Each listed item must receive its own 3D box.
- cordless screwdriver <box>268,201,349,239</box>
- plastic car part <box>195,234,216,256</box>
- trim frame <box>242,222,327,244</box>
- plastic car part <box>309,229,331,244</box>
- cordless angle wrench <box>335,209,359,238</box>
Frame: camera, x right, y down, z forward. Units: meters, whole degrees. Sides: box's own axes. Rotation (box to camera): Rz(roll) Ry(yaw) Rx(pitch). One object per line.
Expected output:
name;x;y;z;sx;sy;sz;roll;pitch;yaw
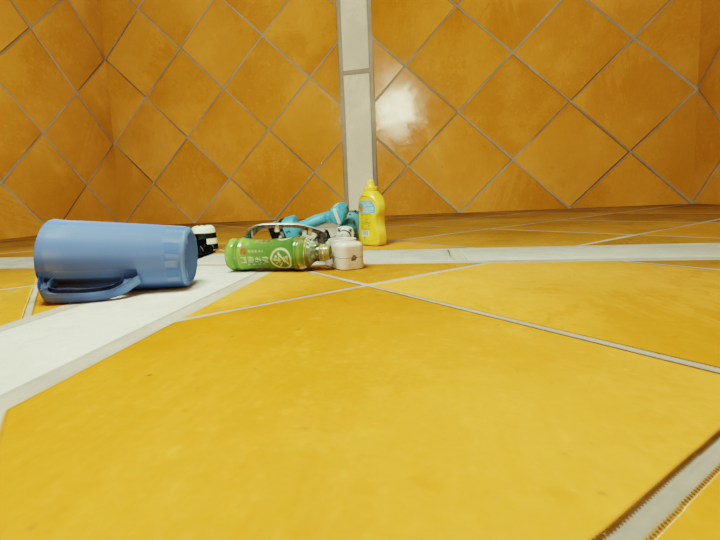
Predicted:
cordless screwdriver;-0.154;-0.153;1.314;0.253;0.073;0.160;-17;16;14
plastic car part;-0.465;-0.062;1.169;0.067;0.066;0.204;5;13;1
trim frame;-0.174;-0.066;0.966;0.178;0.028;0.253;7;-16;-22
plastic car part;-0.112;-0.073;1.146;0.071;0.065;0.117;-17;6;-2
cordless angle wrench;-0.041;-0.123;1.310;0.075;0.097;0.425;1;13;2
